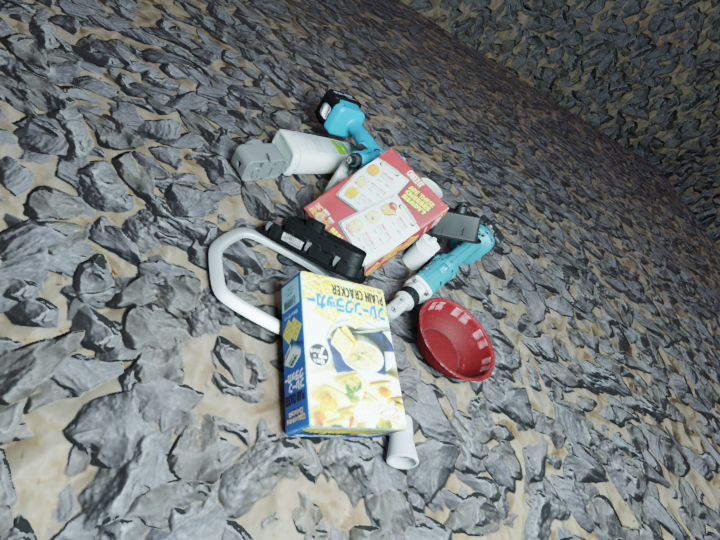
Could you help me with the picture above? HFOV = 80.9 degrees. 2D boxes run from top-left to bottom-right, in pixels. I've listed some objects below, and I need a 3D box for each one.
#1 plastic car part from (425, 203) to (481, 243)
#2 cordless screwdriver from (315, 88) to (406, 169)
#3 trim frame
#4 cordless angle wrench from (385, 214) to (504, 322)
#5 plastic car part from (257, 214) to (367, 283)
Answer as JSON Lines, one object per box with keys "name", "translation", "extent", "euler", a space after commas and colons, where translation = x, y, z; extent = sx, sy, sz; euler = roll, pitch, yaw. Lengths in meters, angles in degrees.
{"name": "plastic car part", "translation": [0.195, -0.102, 0.872], "extent": [0.120, 0.069, 0.065], "euler": [11, 25, 14]}
{"name": "cordless screwdriver", "translation": [-0.020, -0.300, 0.931], "extent": [0.152, 0.074, 0.260], "euler": [-5, 51, -43]}
{"name": "trim frame", "translation": [-0.132, 0.019, 0.689], "extent": [0.245, 0.027, 0.187], "euler": [27, 43, -8]}
{"name": "cordless angle wrench", "translation": [0.169, -0.004, 0.869], "extent": [0.076, 0.099, 0.412], "euler": [50, 46, 7]}
{"name": "plastic car part", "translation": [-0.070, -0.046, 0.715], "extent": [0.210, 0.067, 0.064], "euler": [32, 12, 17]}
